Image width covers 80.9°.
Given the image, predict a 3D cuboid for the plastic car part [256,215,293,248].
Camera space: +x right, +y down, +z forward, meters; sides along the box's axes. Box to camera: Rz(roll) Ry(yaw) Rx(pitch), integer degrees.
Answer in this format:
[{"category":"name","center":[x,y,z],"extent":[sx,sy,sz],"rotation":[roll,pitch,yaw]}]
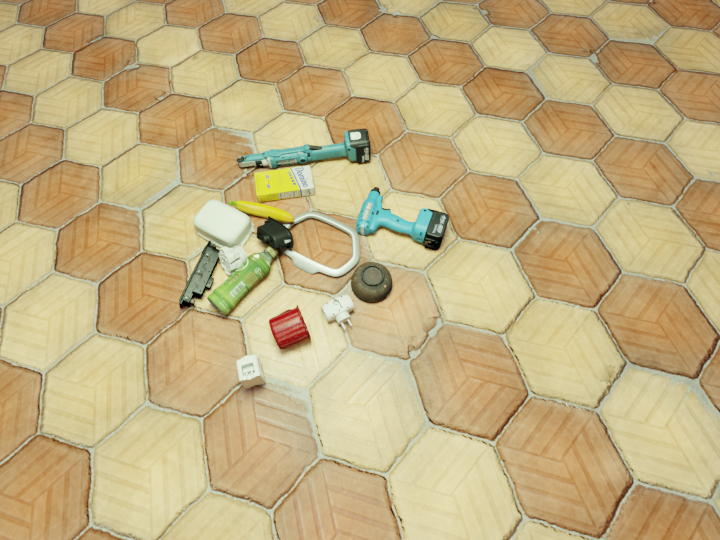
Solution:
[{"category":"plastic car part","center":[-0.246,-0.096,1.170],"extent":[0.068,0.064,0.123],"rotation":[-19,38,-40]}]

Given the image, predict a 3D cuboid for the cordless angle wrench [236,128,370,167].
[{"category":"cordless angle wrench","center":[-0.182,-0.370,1.342],"extent":[0.425,0.094,0.076],"rotation":[-7,62,3]}]

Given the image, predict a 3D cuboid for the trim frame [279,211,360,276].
[{"category":"trim frame","center":[-0.118,-0.077,1.206],"extent":[0.255,0.027,0.184],"rotation":[25,64,13]}]

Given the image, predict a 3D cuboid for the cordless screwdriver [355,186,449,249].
[{"category":"cordless screwdriver","center":[0.123,-0.156,1.213],"extent":[0.255,0.072,0.161],"rotation":[13,63,14]}]

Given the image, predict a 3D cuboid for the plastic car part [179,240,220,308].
[{"category":"plastic car part","center":[-0.431,0.009,1.154],"extent":[0.067,0.065,0.206],"rotation":[13,62,-4]}]
